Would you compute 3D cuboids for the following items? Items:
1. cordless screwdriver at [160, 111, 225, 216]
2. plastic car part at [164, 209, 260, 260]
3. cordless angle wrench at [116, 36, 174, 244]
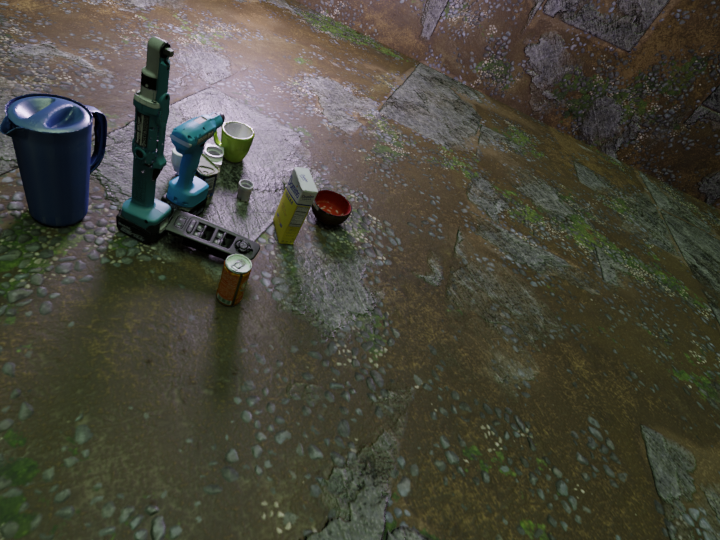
[{"bbox_3d":[-0.375,-0.238,0.961,0.074,0.247,0.160,29,40,-1],"label":"cordless screwdriver"},{"bbox_3d":[-0.326,-0.062,0.936,0.200,0.066,0.068,19,41,-8],"label":"plastic car part"},{"bbox_3d":[-0.403,-0.230,0.805,0.098,0.420,0.075,29,40,-1],"label":"cordless angle wrench"}]
